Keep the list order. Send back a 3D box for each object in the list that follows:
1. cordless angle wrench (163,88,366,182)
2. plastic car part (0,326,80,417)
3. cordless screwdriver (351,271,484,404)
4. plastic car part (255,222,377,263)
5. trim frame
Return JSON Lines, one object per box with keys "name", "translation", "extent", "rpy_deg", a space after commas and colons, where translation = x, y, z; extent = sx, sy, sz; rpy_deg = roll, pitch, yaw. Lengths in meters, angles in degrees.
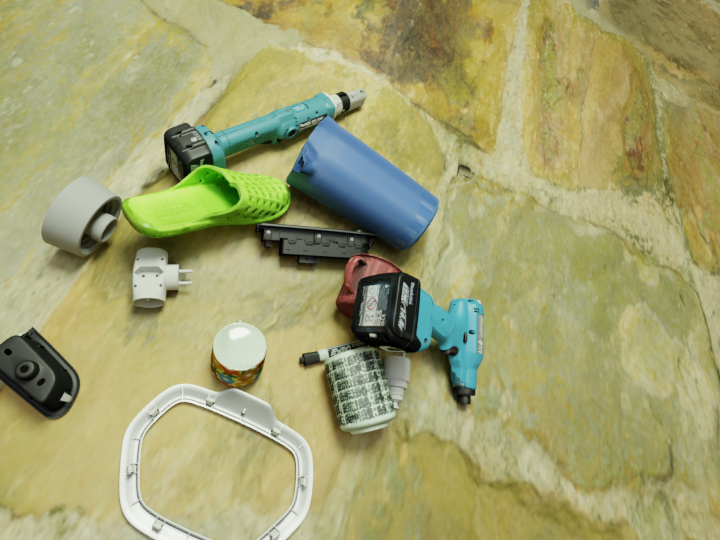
{"name": "cordless angle wrench", "translation": [-0.142, -0.265, 0.769], "extent": [0.414, 0.097, 0.076], "rpy_deg": [-33, 75, -30]}
{"name": "plastic car part", "translation": [-0.398, 0.121, 0.511], "extent": [0.118, 0.070, 0.065], "rpy_deg": [37, 61, 8]}
{"name": "cordless screwdriver", "translation": [0.097, 0.099, 0.600], "extent": [0.235, 0.077, 0.161], "rpy_deg": [21, 67, -40]}
{"name": "plastic car part", "translation": [-0.067, -0.044, 0.687], "extent": [0.198, 0.067, 0.068], "rpy_deg": [0, 79, -14]}
{"name": "trim frame", "translation": [-0.177, 0.247, 0.528], "extent": [0.249, 0.027, 0.185], "rpy_deg": [24, 59, 1]}
